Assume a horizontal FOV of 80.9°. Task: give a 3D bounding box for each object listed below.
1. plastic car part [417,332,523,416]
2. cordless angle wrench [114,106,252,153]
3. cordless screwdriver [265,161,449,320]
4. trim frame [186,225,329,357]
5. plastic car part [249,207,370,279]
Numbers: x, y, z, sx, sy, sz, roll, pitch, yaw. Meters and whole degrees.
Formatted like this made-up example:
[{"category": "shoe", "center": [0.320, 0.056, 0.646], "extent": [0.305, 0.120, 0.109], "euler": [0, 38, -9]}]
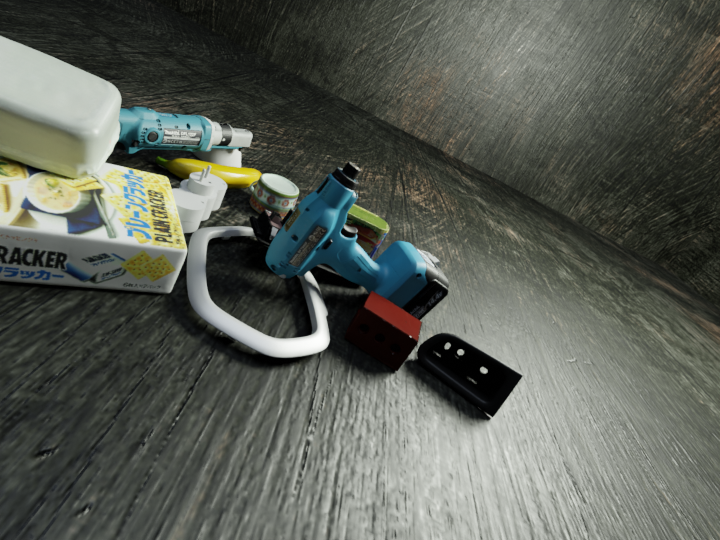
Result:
[{"category": "plastic car part", "center": [0.138, 0.120, 0.554], "extent": [0.121, 0.066, 0.068], "euler": [33, 10, 17]}, {"category": "cordless angle wrench", "center": [-0.322, -0.207, 0.624], "extent": [0.078, 0.097, 0.407], "euler": [38, 31, 23]}, {"category": "cordless screwdriver", "center": [0.017, -0.027, 0.553], "extent": [0.236, 0.160, 0.078], "euler": [26, 24, -33]}, {"category": "trim frame", "center": [-0.123, 0.014, 0.523], "extent": [0.176, 0.027, 0.261], "euler": [12, 28, -27]}, {"category": "plastic car part", "center": [-0.060, -0.039, 0.609], "extent": [0.192, 0.067, 0.070], "euler": [31, 11, -35]}]
